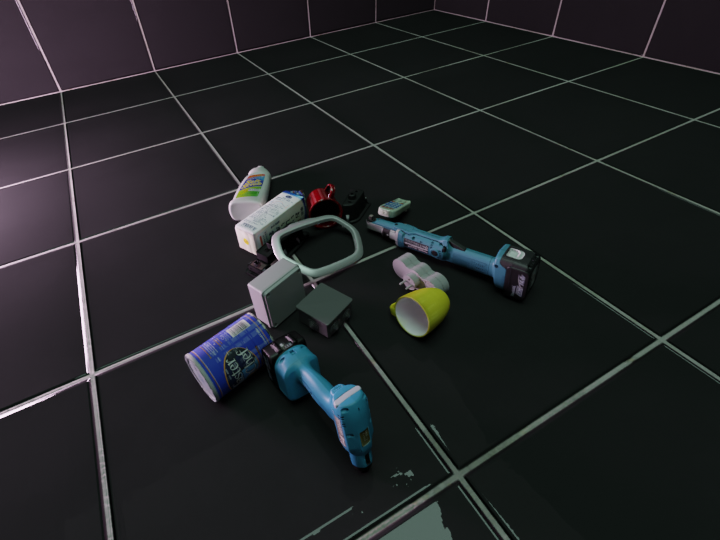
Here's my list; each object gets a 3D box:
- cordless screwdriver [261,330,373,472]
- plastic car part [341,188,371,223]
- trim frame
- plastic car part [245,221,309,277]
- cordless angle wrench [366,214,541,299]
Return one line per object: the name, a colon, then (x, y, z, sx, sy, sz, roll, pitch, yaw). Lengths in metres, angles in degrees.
cordless screwdriver: (-0.070, 0.216, 0.716, 0.072, 0.154, 0.263, -26, 31, -29)
plastic car part: (-0.020, -0.189, 1.187, 0.068, 0.068, 0.116, 12, 41, 18)
trim frame: (-0.103, -0.067, 1.053, 0.241, 0.027, 0.192, -26, 61, -33)
plastic car part: (-0.210, -0.062, 1.077, 0.070, 0.064, 0.200, 15, 43, 30)
cordless angle wrench: (0.191, -0.056, 1.011, 0.446, 0.094, 0.073, 23, 47, 33)
